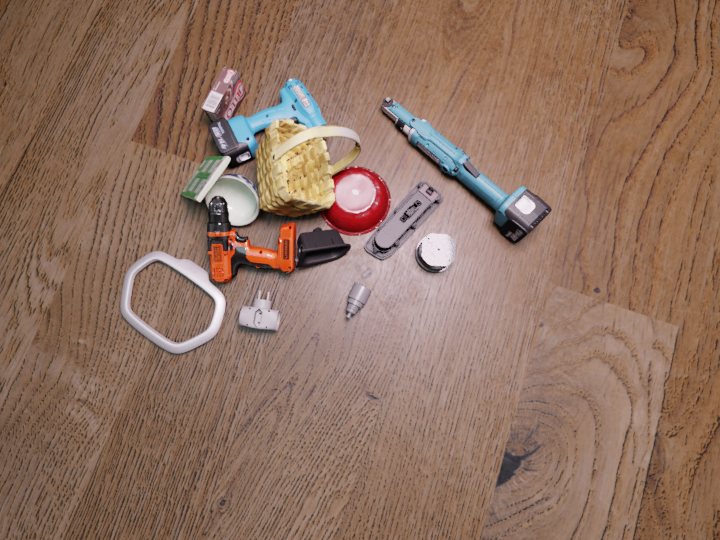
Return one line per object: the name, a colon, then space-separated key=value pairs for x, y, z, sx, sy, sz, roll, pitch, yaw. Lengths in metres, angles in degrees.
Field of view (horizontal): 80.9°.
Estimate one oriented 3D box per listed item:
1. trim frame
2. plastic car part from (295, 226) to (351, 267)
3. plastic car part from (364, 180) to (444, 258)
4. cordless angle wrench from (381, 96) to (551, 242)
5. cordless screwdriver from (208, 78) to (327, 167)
trim frame: x=-0.408 y=0.065 z=0.915 sx=0.254 sy=0.027 sz=0.184 roll=31 pitch=83 yaw=12
plastic car part: x=-0.087 y=-0.057 z=0.895 sx=0.113 sy=0.065 sz=0.074 roll=-14 pitch=63 yaw=-26
plastic car part: x=0.094 y=-0.107 z=0.897 sx=0.067 sy=0.067 sz=0.203 roll=43 pitch=87 yaw=1
cordless angle wrench: x=0.200 y=-0.235 z=0.906 sx=0.074 sy=0.095 sz=0.436 roll=-43 pitch=75 yaw=-6
cordless screwdriver: x=-0.204 y=-0.316 z=0.957 sx=0.247 sy=0.073 sz=0.163 roll=-31 pitch=79 yaw=-7
